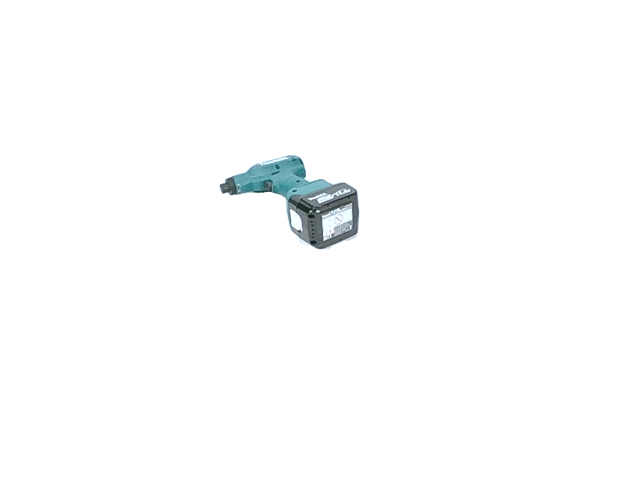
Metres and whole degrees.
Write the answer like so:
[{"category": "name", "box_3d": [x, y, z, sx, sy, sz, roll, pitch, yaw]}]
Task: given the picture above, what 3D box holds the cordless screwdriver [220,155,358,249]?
[{"category": "cordless screwdriver", "box_3d": [-0.056, -0.071, 0.703, 0.158, 0.074, 0.249, -20, 35, -22]}]
